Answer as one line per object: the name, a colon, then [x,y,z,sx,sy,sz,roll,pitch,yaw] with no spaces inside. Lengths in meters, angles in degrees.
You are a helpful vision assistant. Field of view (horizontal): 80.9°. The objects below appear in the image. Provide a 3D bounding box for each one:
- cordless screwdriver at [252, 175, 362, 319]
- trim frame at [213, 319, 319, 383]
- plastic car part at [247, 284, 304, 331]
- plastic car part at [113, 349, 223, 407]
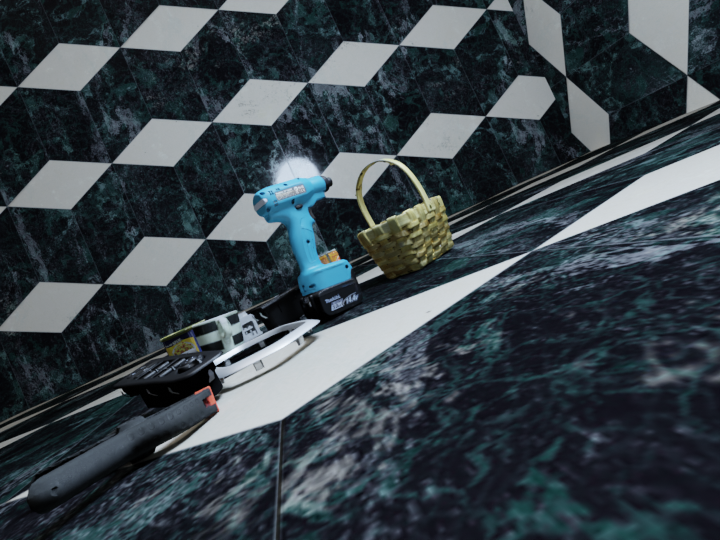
cordless screwdriver: [-0.073,-0.048,0.751,0.155,0.249,0.076,-24,-1,-34]
trim frame: [-0.156,0.120,0.622,0.179,0.027,0.255,-27,4,-29]
plastic car part: [-0.140,0.077,0.790,0.113,0.071,0.068,-26,2,-38]
plastic car part: [-0.237,0.142,0.532,0.209,0.067,0.064,-22,3,40]
